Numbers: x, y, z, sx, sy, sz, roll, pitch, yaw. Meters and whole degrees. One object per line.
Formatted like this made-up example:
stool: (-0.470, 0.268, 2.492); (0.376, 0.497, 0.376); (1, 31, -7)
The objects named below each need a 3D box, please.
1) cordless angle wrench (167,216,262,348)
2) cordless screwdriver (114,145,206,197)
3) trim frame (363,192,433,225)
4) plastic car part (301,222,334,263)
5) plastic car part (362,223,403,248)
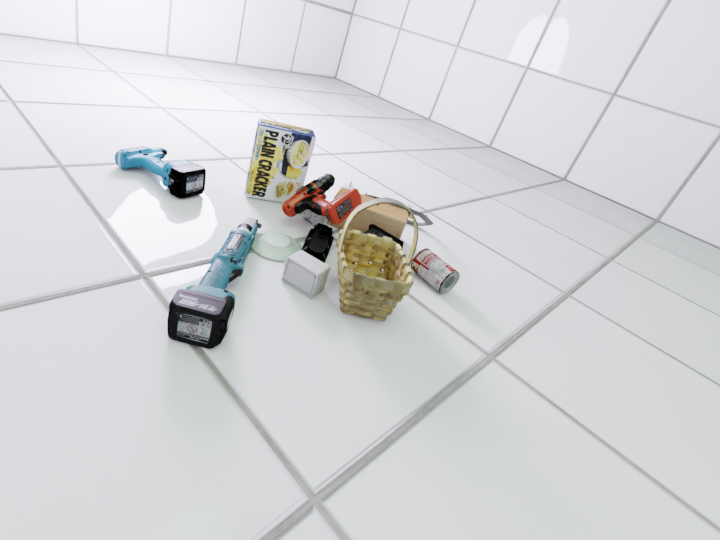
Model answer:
cordless angle wrench: (-0.266, -0.016, 0.853); (0.097, 0.073, 0.433); (13, 28, -8)
cordless screwdriver: (-0.527, -0.284, 1.161); (0.258, 0.073, 0.156); (24, 30, 19)
trim frame: (0.102, -0.185, 1.283); (0.252, 0.027, 0.182); (19, -5, 5)
plastic car part: (-0.100, -0.066, 1.027); (0.065, 0.067, 0.206); (27, 32, -8)
plastic car part: (0.044, -0.067, 1.105); (0.123, 0.064, 0.069); (34, 47, 30)
